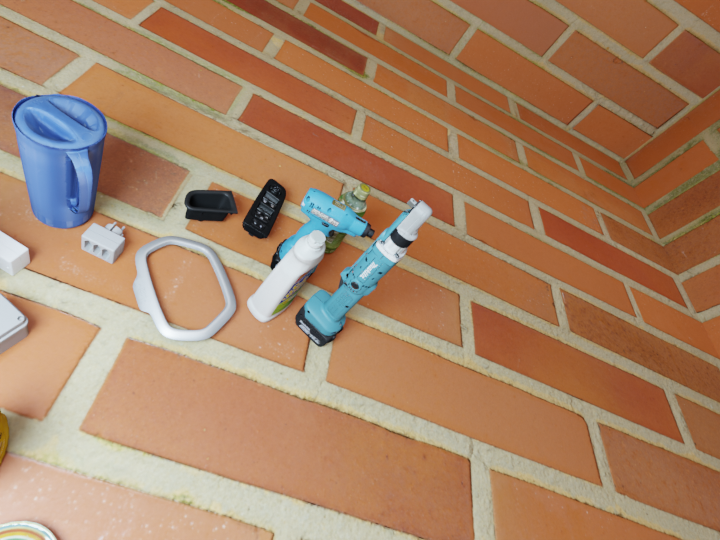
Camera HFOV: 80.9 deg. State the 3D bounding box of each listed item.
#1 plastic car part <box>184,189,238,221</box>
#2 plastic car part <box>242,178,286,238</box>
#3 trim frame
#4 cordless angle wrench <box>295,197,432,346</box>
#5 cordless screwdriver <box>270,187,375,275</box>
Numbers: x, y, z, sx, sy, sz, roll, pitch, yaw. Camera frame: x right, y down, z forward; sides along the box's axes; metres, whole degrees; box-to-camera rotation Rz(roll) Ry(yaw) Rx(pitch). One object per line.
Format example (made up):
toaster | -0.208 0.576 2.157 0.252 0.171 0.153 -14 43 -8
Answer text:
plastic car part | -0.349 -0.140 0.961 0.112 0.071 0.068 -5 60 -34
plastic car part | -0.234 -0.147 1.036 0.065 0.067 0.206 26 46 -13
trim frame | -0.356 0.030 0.852 0.177 0.027 0.257 -13 63 -37
cordless angle wrench | 0.001 0.014 0.793 0.099 0.425 0.073 46 45 3
cordless screwdriver | -0.090 -0.059 0.921 0.157 0.250 0.075 30 46 -10
